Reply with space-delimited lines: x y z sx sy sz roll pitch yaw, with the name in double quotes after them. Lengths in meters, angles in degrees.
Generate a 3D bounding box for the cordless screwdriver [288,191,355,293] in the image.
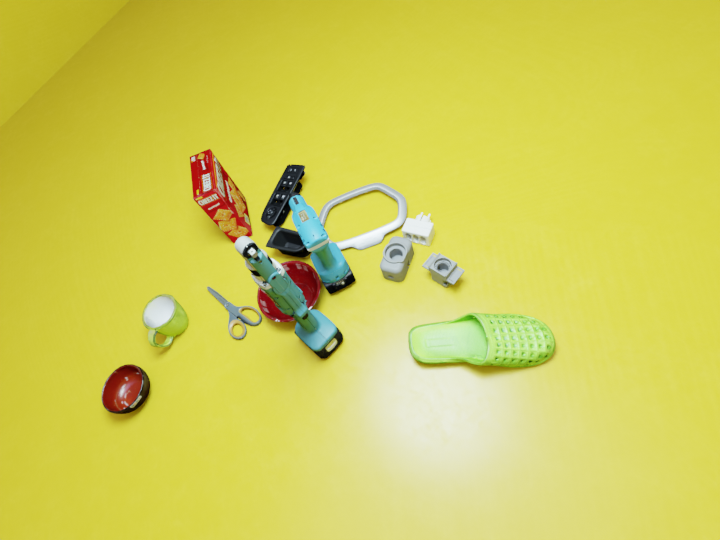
-0.094 -0.061 0.958 0.074 0.237 0.167 -28 57 -2 "cordless screwdriver"

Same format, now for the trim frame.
-0.001 -0.140 1.102 0.250 0.026 0.192 -21 56 6 "trim frame"

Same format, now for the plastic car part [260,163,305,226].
-0.215 -0.205 1.192 0.069 0.064 0.204 15 66 24 "plastic car part"

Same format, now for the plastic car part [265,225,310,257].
-0.172 -0.062 1.089 0.122 0.067 0.066 15 66 25 "plastic car part"

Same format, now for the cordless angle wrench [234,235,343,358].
-0.133 0.056 0.800 0.103 0.403 0.074 37 75 30 "cordless angle wrench"
